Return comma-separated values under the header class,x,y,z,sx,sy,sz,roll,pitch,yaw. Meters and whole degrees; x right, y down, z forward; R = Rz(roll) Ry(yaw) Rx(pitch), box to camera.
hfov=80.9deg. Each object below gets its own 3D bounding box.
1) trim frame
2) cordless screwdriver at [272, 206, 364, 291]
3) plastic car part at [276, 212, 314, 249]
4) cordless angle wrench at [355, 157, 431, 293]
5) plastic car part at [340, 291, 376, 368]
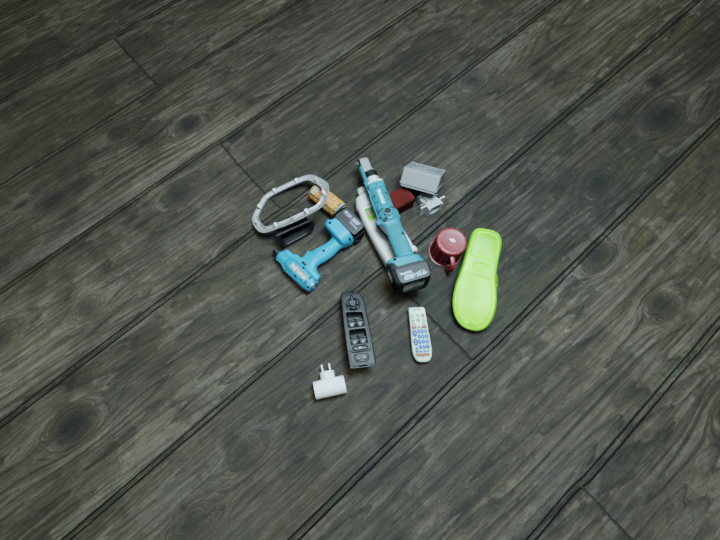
class,x,y,z,sx,sy,sz,roll,pitch,yaw
trim frame,-0.205,-0.195,1.215,0.251,0.026,0.192,-21,50,10
cordless screwdriver,-0.116,-0.076,1.184,0.164,0.072,0.247,42,79,16
plastic car part,-0.197,-0.125,1.218,0.115,0.063,0.074,-30,57,-13
cordless angle wrench,0.071,-0.145,1.140,0.097,0.072,0.439,-17,62,-4
plastic car part,-0.008,0.151,1.086,0.067,0.064,0.209,-12,64,3
